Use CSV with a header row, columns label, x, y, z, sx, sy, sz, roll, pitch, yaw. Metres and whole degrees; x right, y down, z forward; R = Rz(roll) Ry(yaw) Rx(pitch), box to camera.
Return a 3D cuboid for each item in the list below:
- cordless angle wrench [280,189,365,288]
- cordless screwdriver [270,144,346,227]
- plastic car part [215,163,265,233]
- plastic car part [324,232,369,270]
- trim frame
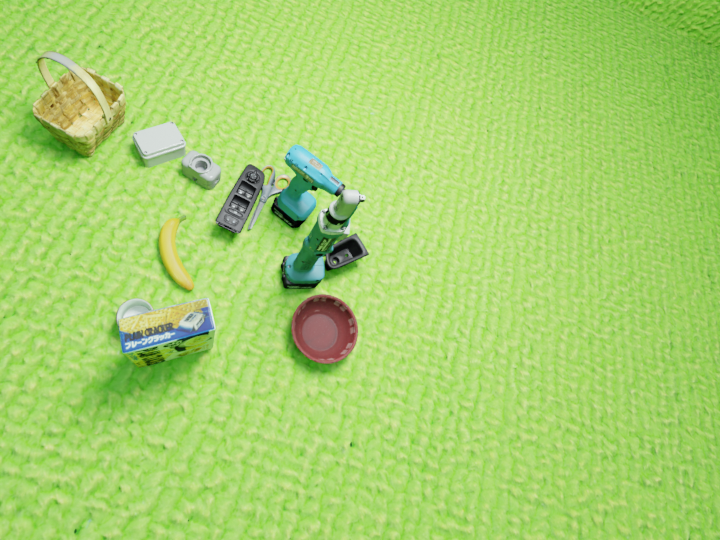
label,x,y,z,sx,sy,sz,roll,pitch,yaw
cordless angle wrench,-0.086,-0.056,0.878,0.095,0.425,0.076,2,70,-20
cordless screwdriver,-0.127,-0.181,1.018,0.159,0.250,0.074,39,63,-2
plastic car part,-0.299,-0.178,1.071,0.065,0.067,0.205,22,64,-9
plastic car part,-0.050,-0.036,1.077,0.114,0.071,0.067,-27,80,-25
trim frame,-0.490,0.192,0.881,0.250,0.027,0.183,39,63,3
